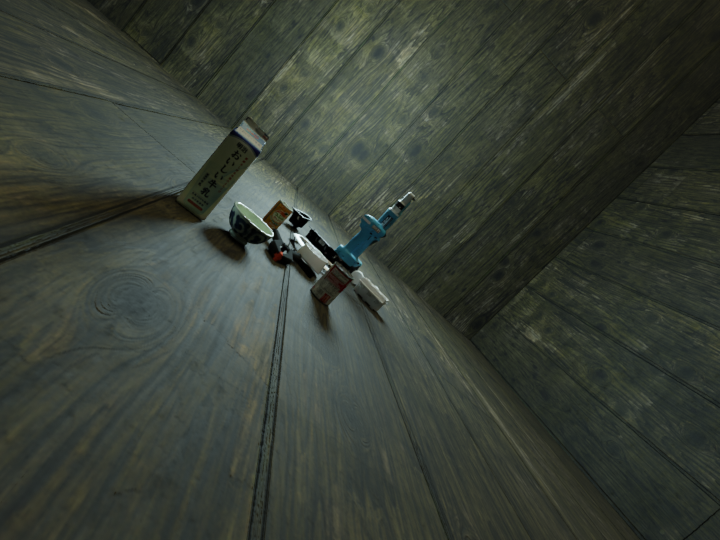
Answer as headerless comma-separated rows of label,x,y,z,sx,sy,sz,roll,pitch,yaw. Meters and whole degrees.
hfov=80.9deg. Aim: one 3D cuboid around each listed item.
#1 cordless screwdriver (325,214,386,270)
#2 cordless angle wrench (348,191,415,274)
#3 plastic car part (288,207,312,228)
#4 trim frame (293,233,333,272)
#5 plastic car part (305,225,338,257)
cordless screwdriver,-0.010,-0.095,1.658,0.078,0.249,0.150,49,10,37
cordless angle wrench,0.065,-0.160,1.741,0.097,0.424,0.075,42,8,-9
plastic car part,-0.249,-0.202,1.716,0.068,0.071,0.112,46,8,18
trim frame,-0.149,-0.043,1.497,0.246,0.027,0.186,42,7,-7
plastic car part,-0.160,-0.105,1.638,0.063,0.067,0.214,36,10,-40
